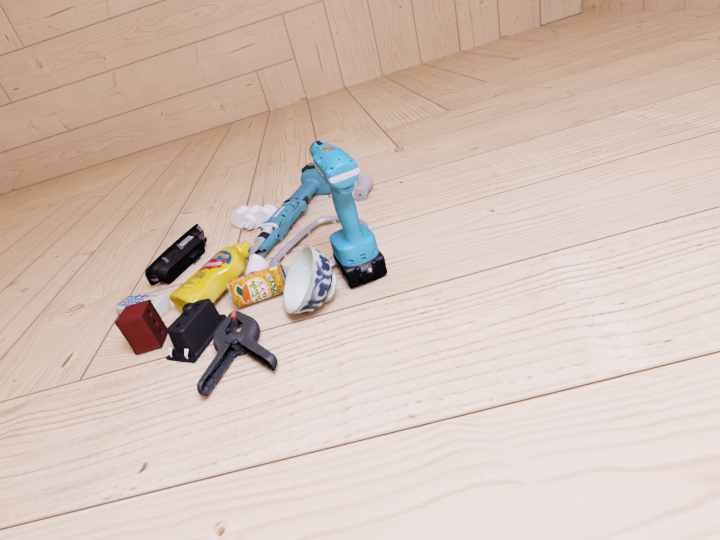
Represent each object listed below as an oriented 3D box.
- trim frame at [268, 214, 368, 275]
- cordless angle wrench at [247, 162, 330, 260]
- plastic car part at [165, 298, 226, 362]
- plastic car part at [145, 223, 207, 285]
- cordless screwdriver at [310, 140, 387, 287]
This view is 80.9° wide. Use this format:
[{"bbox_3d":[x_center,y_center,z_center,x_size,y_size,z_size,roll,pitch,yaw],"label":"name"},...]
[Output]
[{"bbox_3d":[-0.089,-0.058,0.911,0.193,0.026,0.247,6,40,32],"label":"trim frame"},{"bbox_3d":[-0.173,-0.153,1.067,0.102,0.071,0.424,-2,37,25],"label":"cordless angle wrench"},{"bbox_3d":[-0.290,0.093,0.734,0.068,0.068,0.117,-2,37,23],"label":"plastic car part"},{"bbox_3d":[-0.431,-0.030,1.018,0.069,0.065,0.202,22,41,11],"label":"plastic car part"},{"bbox_3d":[-0.031,-0.103,0.739,0.074,0.239,0.167,-21,35,-9],"label":"cordless screwdriver"}]
